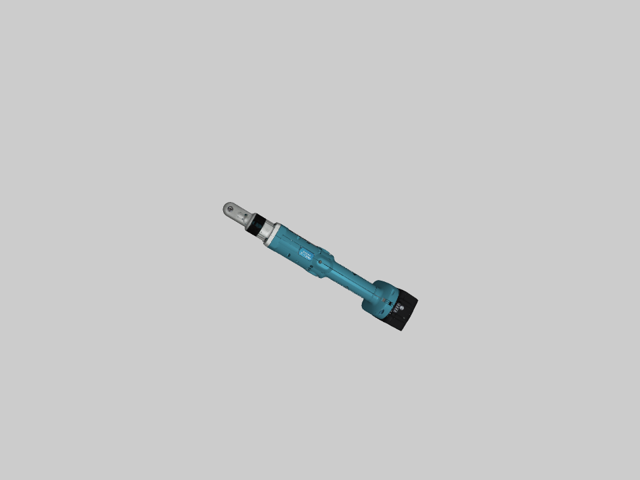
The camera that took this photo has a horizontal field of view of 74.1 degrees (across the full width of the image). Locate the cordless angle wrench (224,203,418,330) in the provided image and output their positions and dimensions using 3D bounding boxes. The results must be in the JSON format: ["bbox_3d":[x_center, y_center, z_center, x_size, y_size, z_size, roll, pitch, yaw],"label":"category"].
[{"bbox_3d":[-0.004,0.044,0.837,0.423,0.074,0.098,31,-6,-12],"label":"cordless angle wrench"}]
